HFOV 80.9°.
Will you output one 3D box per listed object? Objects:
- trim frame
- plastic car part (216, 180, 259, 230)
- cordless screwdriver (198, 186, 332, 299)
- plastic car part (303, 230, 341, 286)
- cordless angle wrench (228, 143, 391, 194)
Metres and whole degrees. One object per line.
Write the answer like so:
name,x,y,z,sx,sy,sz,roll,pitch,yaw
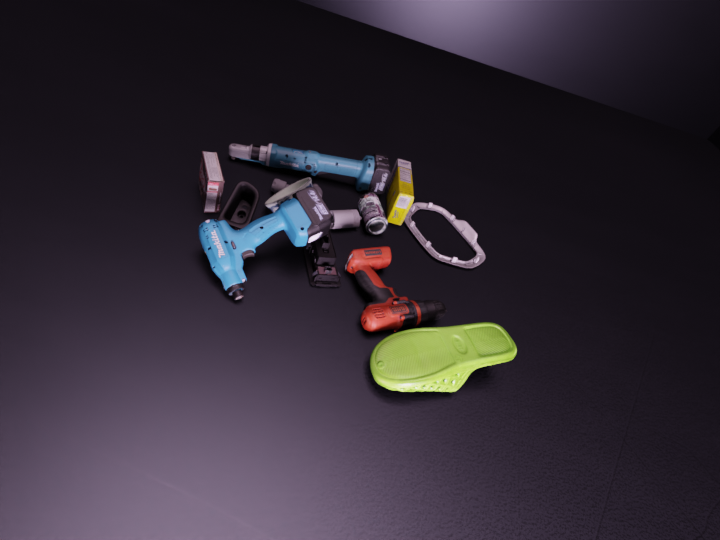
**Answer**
trim frame,0.214,-0.099,1.088,0.177,0.027,0.261,-7,46,-28
plastic car part,-0.258,-0.126,0.910,0.065,0.070,0.118,19,57,-7
cordless screwdriver,-0.172,-0.056,0.820,0.244,0.074,0.163,-23,75,-17
plastic car part,-0.089,-0.058,0.911,0.065,0.065,0.212,-3,43,-16
cordless angle wrench,-0.135,-0.285,1.116,0.418,0.096,0.076,8,46,-7
